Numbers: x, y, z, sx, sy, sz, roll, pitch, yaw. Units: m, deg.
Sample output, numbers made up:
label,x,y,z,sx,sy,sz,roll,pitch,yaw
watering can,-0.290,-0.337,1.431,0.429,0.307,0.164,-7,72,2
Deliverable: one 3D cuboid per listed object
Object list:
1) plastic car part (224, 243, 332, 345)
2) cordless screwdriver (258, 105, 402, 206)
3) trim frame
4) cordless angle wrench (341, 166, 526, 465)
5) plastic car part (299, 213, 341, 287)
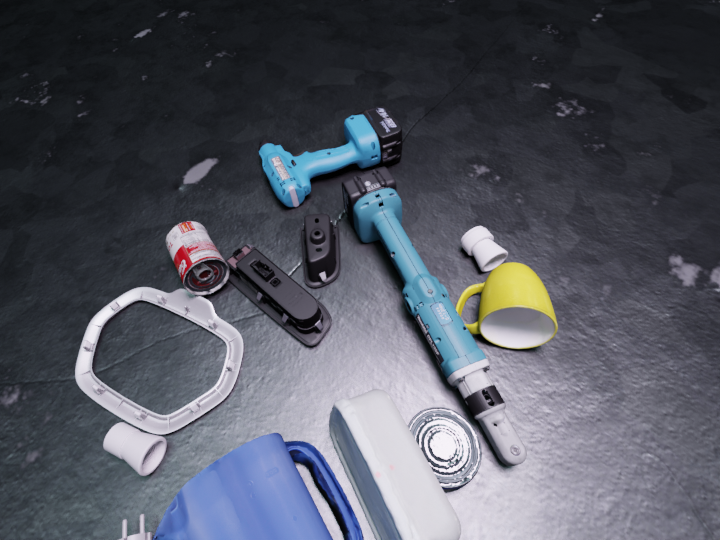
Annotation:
label,x,y,z,sx,sy,sz,roll,pitch,yaw
plastic car part,-0.123,0.023,0.614,0.212,0.065,0.065,38,58,23
cordless screwdriver,-0.059,-0.222,0.769,0.247,0.071,0.167,-25,57,-8
trim frame,-0.282,0.110,0.587,0.258,0.026,0.184,20,59,19
cordless angle wrench,0.088,0.038,0.567,0.074,0.094,0.442,-21,60,-8
plastic car part,-0.063,-0.041,0.645,0.066,0.068,0.120,-6,53,0
